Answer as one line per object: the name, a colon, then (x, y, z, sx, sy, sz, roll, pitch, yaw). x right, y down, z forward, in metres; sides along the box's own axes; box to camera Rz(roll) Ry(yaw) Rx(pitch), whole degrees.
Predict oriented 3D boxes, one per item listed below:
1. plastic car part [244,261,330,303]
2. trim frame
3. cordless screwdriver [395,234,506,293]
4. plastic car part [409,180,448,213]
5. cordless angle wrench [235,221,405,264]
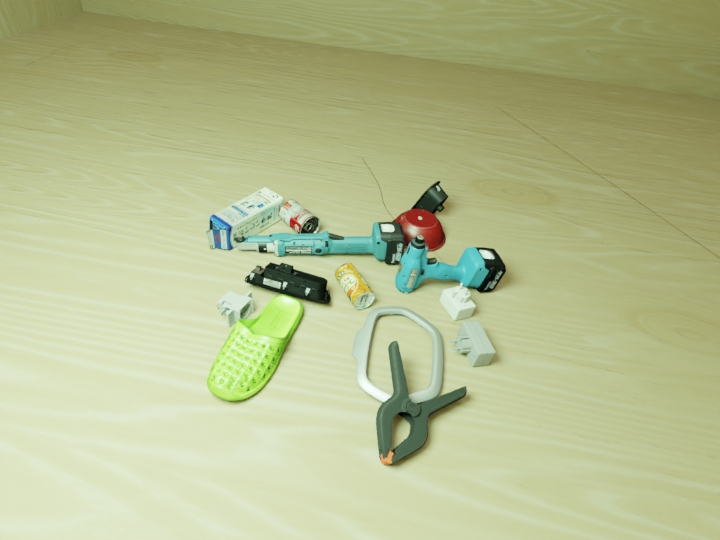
plastic car part: (-0.159, 0.022, 0.974, 0.206, 0.066, 0.065, 19, 12, 8)
trim frame: (0.077, 0.167, 0.870, 0.186, 0.027, 0.252, 11, 44, 4)
cordless screwdriver: (0.214, -0.018, 0.994, 0.244, 0.155, 0.077, 0, 43, -11)
plastic car part: (0.211, -0.198, 1.237, 0.064, 0.117, 0.072, -31, 79, -36)
cordless angle wrench: (-0.105, -0.069, 1.075, 0.422, 0.095, 0.077, 0, 42, -1)
